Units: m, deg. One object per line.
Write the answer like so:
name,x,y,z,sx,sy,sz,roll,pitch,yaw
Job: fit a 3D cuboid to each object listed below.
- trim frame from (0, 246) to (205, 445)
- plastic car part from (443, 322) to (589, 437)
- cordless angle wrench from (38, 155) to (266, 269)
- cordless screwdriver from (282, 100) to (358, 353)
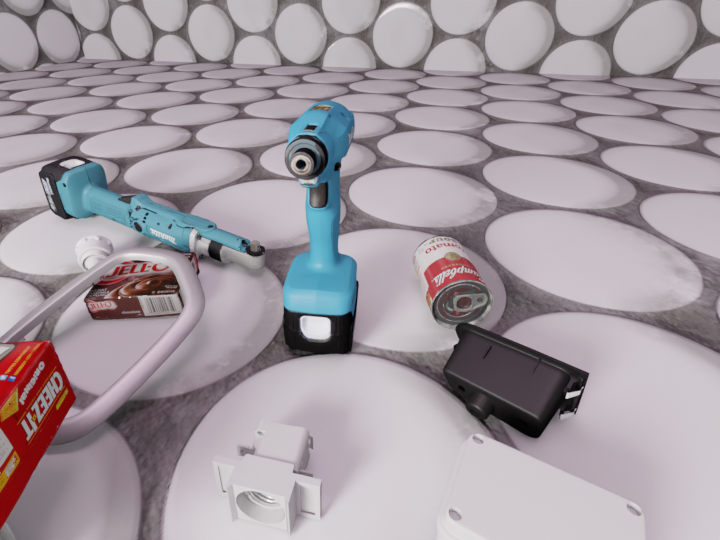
trim frame,-0.274,0.062,0.436,0.191,0.026,0.247,21,53,21
plastic car part,0.127,0.105,0.381,0.123,0.063,0.070,20,52,33
cordless angle wrench,-0.321,-0.080,0.648,0.440,0.095,0.073,20,37,22
cordless screwdriver,-0.040,-0.026,0.406,0.075,0.242,0.162,4,28,3
